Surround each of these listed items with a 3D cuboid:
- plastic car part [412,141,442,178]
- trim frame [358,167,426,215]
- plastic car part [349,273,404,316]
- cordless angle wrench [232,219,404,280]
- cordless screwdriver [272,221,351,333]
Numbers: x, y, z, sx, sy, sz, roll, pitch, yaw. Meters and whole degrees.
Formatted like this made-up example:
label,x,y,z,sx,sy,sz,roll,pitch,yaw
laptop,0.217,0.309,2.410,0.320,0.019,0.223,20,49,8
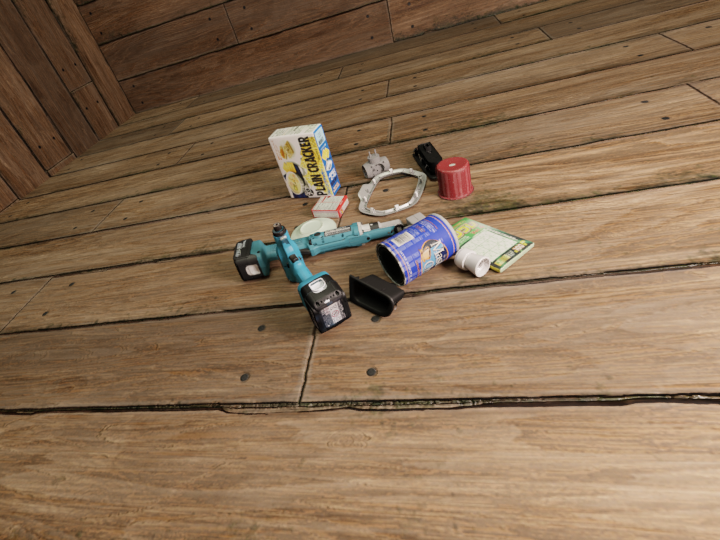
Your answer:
label,x,y,z,sx,sy,sz,roll,pitch,yaw
plastic car part,0.208,-0.336,1.253,0.066,0.064,0.211,-11,40,-1
trim frame,0.087,-0.230,1.200,0.191,0.026,0.250,0,43,25
plastic car part,0.040,0.045,0.862,0.123,0.064,0.069,22,38,38
cordless angle wrench,-0.103,-0.067,1.054,0.427,0.071,0.101,-12,37,6
cordless screwdriver,-0.118,0.006,0.897,0.073,0.152,0.263,-28,39,-14
